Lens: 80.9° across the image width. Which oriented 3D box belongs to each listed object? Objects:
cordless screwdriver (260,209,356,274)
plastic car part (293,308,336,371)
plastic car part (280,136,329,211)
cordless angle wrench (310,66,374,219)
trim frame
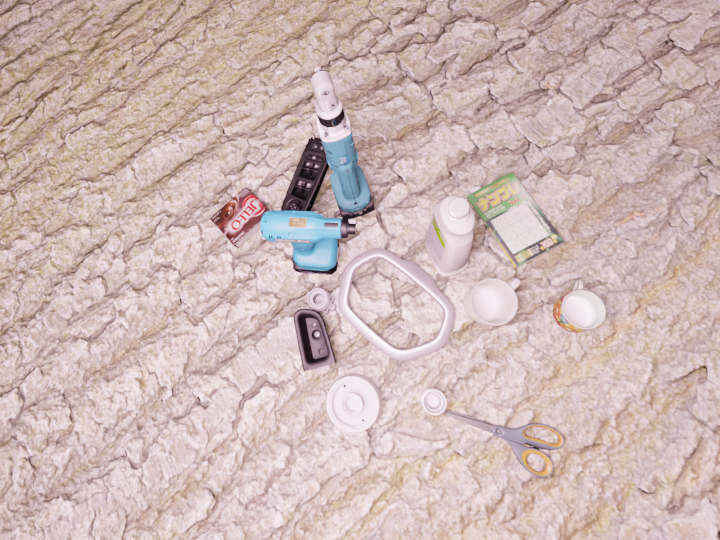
[{"bbox_3d":[-0.078,-0.051,0.801,0.162,0.242,0.075,4,78,8],"label":"cordless screwdriver"},{"bbox_3d":[-0.090,0.134,0.842,0.066,0.069,0.119,-17,73,3],"label":"plastic car part"},{"bbox_3d":[-0.118,-0.192,0.940,0.068,0.065,0.203,20,79,12],"label":"plastic car part"},{"bbox_3d":[-0.033,-0.201,0.745,0.075,0.411,0.100,-18,76,1],"label":"cordless angle wrench"},{"bbox_3d":[0.069,0.065,0.855,0.257,0.027,0.184,39,84,17],"label":"trim frame"}]
